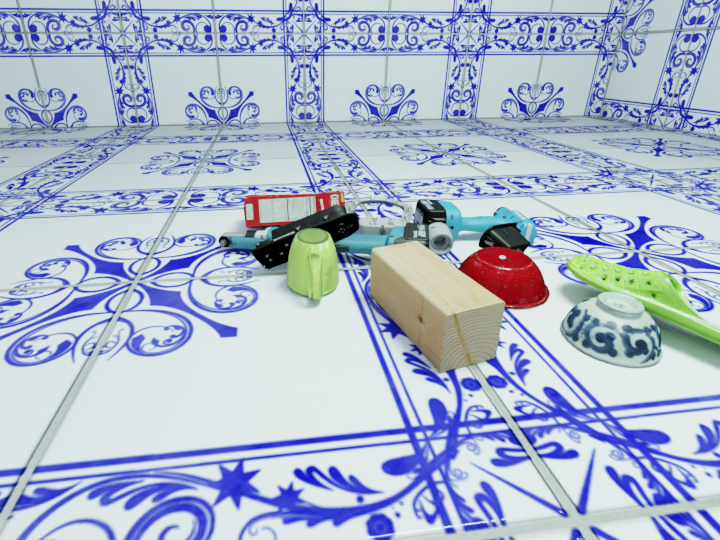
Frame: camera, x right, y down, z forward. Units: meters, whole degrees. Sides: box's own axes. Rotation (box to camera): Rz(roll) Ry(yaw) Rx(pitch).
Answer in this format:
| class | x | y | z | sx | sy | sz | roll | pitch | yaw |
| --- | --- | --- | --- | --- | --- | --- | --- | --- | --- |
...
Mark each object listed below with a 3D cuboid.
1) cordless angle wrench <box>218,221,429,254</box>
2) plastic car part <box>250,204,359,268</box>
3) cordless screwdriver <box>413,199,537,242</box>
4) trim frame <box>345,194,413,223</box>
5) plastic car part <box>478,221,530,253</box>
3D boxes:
| class | x | y | z | sx | sy | sz | roll | pitch | yaw |
| --- | --- | --- | --- | --- | --- | --- | --- | --- | --- |
| cordless angle wrench | -0.082 | -0.054 | 0.843 | 0.432 | 0.072 | 0.098 | 4 | 27 | 12 |
| plastic car part | -0.099 | -0.068 | 0.783 | 0.206 | 0.063 | 0.069 | -18 | 45 | 11 |
| cordless screwdriver | 0.248 | -0.116 | 0.960 | 0.248 | 0.073 | 0.163 | 3 | 26 | -2 |
| trim frame | 0.039 | -0.151 | 1.079 | 0.189 | 0.027 | 0.249 | 5 | 29 | 13 |
| plastic car part | 0.289 | -0.050 | 0.829 | 0.111 | 0.065 | 0.074 | -11 | 48 | -47 |
